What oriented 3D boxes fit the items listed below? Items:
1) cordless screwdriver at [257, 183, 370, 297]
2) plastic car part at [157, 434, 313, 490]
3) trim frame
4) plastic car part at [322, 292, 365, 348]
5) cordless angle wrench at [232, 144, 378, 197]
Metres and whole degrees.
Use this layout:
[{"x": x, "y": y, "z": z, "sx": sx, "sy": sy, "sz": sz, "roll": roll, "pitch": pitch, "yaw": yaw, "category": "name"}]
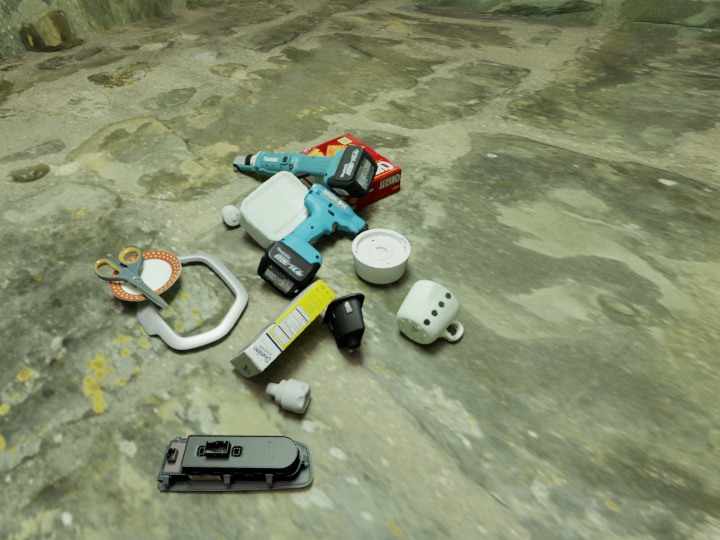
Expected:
[{"x": -0.081, "y": -0.053, "z": 0.829, "sx": 0.158, "sy": 0.075, "sz": 0.249, "roll": 34, "pitch": 51, "yaw": -5, "category": "cordless screwdriver"}, {"x": -0.163, "y": 0.242, "z": 0.551, "sx": 0.203, "sy": 0.065, "sz": 0.068, "roll": 2, "pitch": 37, "yaw": 1, "category": "plastic car part"}, {"x": -0.320, "y": 0.048, "z": 0.784, "sx": 0.180, "sy": 0.027, "sz": 0.262, "roll": -33, "pitch": 53, "yaw": -28, "category": "trim frame"}, {"x": -0.019, "y": 0.089, "z": 0.671, "sx": 0.065, "sy": 0.115, "sz": 0.073, "roll": -10, "pitch": 69, "yaw": -12, "category": "plastic car part"}, {"x": -0.161, "y": -0.245, "z": 0.994, "sx": 0.446, "sy": 0.070, "sz": 0.098, "roll": 15, "pitch": 79, "yaw": 37, "category": "cordless angle wrench"}]
